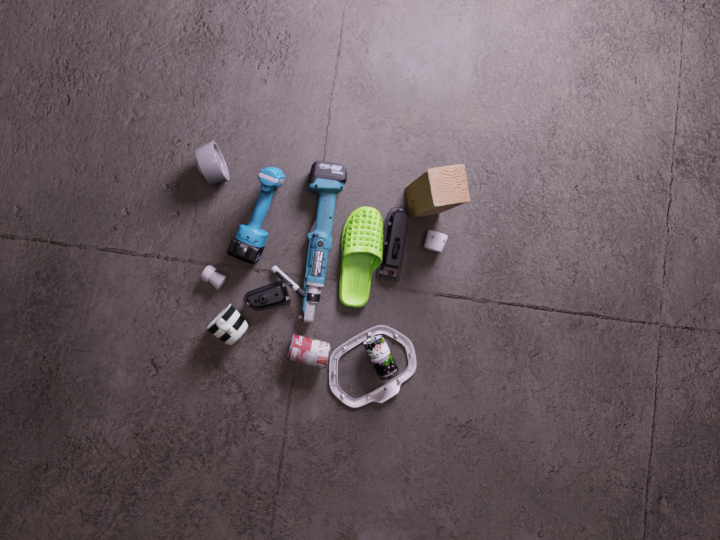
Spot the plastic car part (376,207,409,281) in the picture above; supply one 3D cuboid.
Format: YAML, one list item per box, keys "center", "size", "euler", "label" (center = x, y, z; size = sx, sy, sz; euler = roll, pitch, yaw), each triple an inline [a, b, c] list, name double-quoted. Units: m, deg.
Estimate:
- center: [0.091, -0.076, 1.133]
  size: [0.067, 0.066, 0.204]
  euler: [10, 83, 1]
  label: "plastic car part"

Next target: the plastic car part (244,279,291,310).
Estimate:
- center: [-0.244, 0.070, 1.097]
  size: [0.115, 0.071, 0.066]
  euler: [-16, 89, -8]
  label: "plastic car part"

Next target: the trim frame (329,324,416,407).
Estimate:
- center: [0.032, 0.256, 1.124]
  size: [0.247, 0.028, 0.184]
  euler: [-29, 90, -7]
  label: "trim frame"

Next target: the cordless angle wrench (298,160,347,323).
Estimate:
- center: [-0.109, -0.071, 1.116]
  size: [0.097, 0.075, 0.423]
  euler: [8, 88, -5]
  label: "cordless angle wrench"

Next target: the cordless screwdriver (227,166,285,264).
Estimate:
- center: [-0.256, -0.147, 1.091]
  size: [0.074, 0.160, 0.247]
  euler: [22, 101, -4]
  label: "cordless screwdriver"
